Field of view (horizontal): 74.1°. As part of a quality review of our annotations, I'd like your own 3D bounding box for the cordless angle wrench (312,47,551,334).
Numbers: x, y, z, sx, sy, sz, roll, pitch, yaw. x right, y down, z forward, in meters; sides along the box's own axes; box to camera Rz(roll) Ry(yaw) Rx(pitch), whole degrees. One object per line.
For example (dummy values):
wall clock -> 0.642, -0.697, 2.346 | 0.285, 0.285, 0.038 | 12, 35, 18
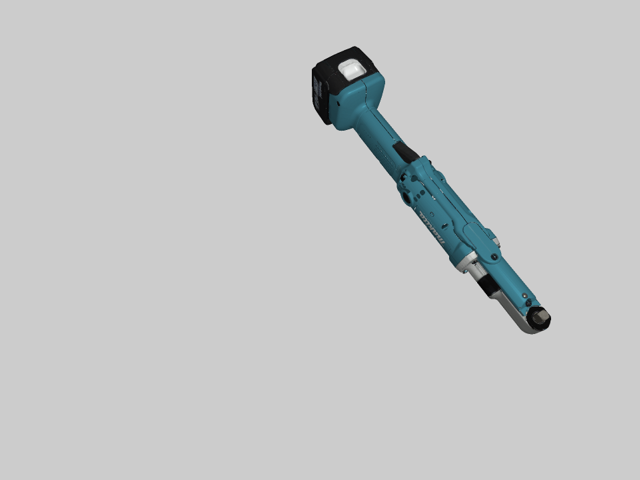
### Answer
cordless angle wrench -> 0.128, -0.067, 0.529 | 0.074, 0.422, 0.098 | -29, -20, -12
